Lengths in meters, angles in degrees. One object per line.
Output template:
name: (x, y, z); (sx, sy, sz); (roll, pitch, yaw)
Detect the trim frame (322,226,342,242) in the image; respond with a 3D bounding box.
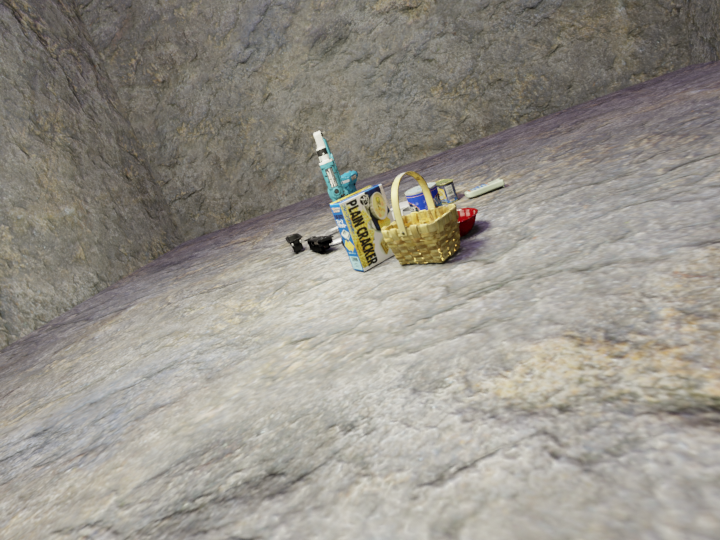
trim frame: (-0.081, -0.153, 1.746); (0.188, 0.027, 0.249); (-16, 18, 16)

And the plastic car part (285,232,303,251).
plastic car part: (-0.271, -0.111, 1.767); (0.065, 0.069, 0.120); (-24, 16, -11)

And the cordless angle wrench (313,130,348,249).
cordless angle wrench: (-0.080, -0.277, 1.469); (0.099, 0.414, 0.075); (-19, 13, 6)

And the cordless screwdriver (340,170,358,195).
cordless screwdriver: (-0.009, -0.264, 1.634); (0.076, 0.244, 0.158); (-15, 15, 23)

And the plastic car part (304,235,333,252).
plastic car part: (-0.159, -0.104, 1.625); (0.065, 0.065, 0.211); (-26, 18, -19)
